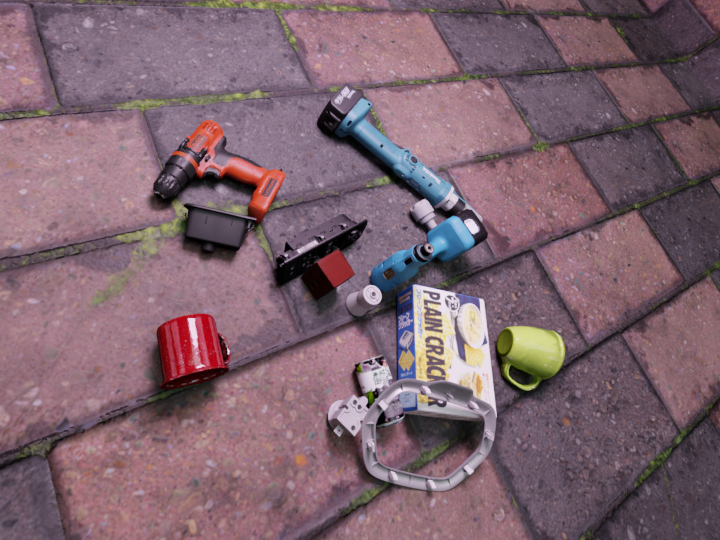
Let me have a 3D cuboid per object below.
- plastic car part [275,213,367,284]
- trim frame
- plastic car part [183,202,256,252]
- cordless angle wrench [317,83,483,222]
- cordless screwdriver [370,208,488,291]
[{"bbox_3d":[-0.074,-0.049,0.762,0.198,0.065,0.070,-27,56,-30],"label":"plastic car part"},{"bbox_3d":[0.112,0.257,0.659,0.240,0.028,0.184,23,92,-18],"label":"trim frame"},{"bbox_3d":[-0.238,-0.064,0.699,0.113,0.067,0.071,9,79,-17],"label":"plastic car part"},{"bbox_3d":[0.100,-0.227,0.912,0.418,0.075,0.098,39,58,-5],"label":"cordless angle wrench"},{"bbox_3d":[0.145,-0.046,0.792,0.242,0.161,0.075,-28,84,-33],"label":"cordless screwdriver"}]
